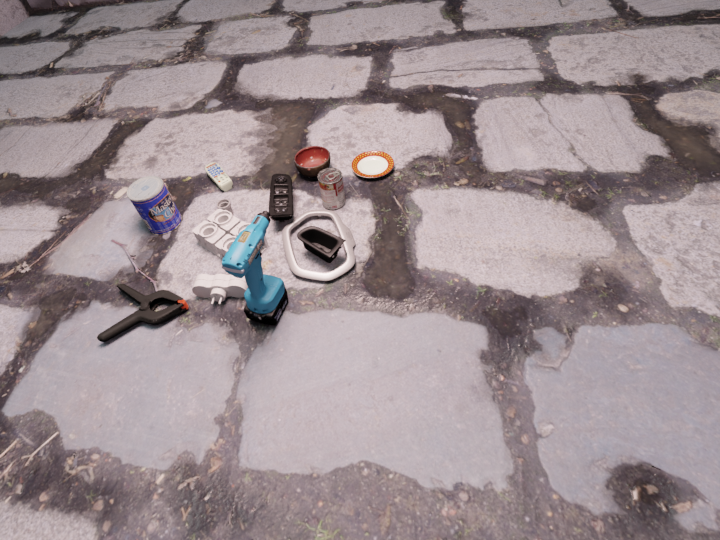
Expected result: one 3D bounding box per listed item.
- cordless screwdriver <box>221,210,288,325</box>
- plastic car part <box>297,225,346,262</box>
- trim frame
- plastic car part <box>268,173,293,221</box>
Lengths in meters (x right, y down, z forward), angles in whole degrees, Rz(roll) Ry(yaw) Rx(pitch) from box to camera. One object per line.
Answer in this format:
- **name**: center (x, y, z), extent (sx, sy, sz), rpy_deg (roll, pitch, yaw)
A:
- **cordless screwdriver**: center (-0.217, 0.000, 0.927), extent (0.077, 0.239, 0.160), rpy_deg (11, 53, 14)
- **plastic car part**: center (-0.100, -0.060, 1.068), extent (0.122, 0.068, 0.065), rpy_deg (27, 59, 27)
- **trim frame**: center (-0.108, -0.071, 1.106), extent (0.183, 0.026, 0.260), rpy_deg (-17, 50, -5)
- **plastic car part**: center (-0.224, -0.205, 1.213), extent (0.066, 0.064, 0.211), rpy_deg (-9, 50, 0)
